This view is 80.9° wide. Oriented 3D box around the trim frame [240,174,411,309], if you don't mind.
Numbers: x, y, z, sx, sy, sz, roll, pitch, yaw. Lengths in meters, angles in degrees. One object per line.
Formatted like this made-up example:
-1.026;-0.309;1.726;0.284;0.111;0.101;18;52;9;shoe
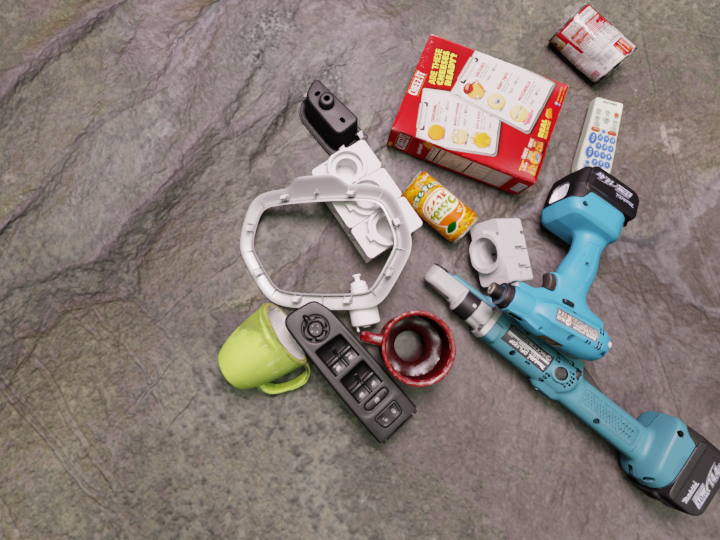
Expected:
-0.057;-0.037;0.579;0.256;0.027;0.183;0;93;20;trim frame

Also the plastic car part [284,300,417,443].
-0.018;0.124;0.566;0.066;0.067;0.203;-41;90;0;plastic car part

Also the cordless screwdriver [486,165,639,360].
0.266;-0.026;0.560;0.157;0.075;0.250;27;69;-7;cordless screwdriver

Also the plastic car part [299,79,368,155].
-0.046;-0.233;0.629;0.066;0.071;0.117;-40;87;-9;plastic car part

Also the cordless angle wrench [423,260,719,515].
0.259;0.136;0.570;0.430;0.073;0.098;39;82;8;cordless angle wrench
